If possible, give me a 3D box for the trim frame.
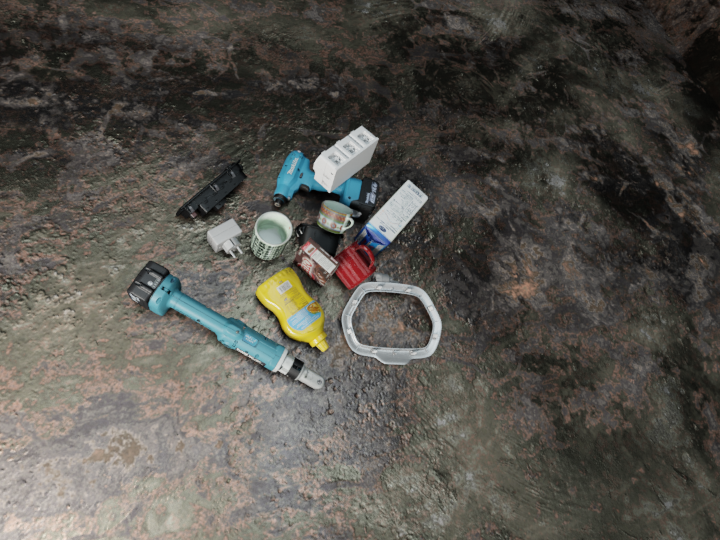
[{"bbox_3d":[0.076,0.119,0.968,0.242,0.028,0.187,6,75,-16],"label":"trim frame"}]

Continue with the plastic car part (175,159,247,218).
[{"bbox_3d":[-0.331,-0.184,0.975,0.066,0.068,0.202,40,60,-11],"label":"plastic car part"}]

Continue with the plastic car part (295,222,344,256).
[{"bbox_3d":[-0.098,-0.064,0.998,0.113,0.067,0.071,16,78,-15],"label":"plastic car part"}]

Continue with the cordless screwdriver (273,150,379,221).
[{"bbox_3d":[-0.087,-0.190,1.048,0.247,0.074,0.161,20,62,-3],"label":"cordless screwdriver"}]

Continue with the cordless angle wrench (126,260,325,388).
[{"bbox_3d":[-0.254,0.125,0.842,0.418,0.099,0.074,31,64,-5],"label":"cordless angle wrench"}]
